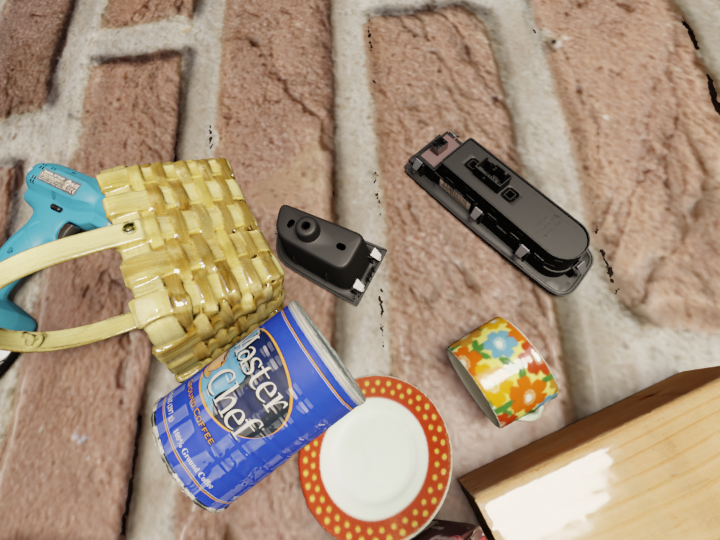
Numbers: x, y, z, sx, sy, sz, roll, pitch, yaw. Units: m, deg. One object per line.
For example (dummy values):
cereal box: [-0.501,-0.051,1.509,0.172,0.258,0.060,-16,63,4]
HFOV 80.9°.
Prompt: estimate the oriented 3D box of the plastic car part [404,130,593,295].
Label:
plastic car part: [0.136,-0.068,0.404,0.066,0.065,0.210,-37,70,-13]

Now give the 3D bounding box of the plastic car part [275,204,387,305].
plastic car part: [-0.040,-0.026,0.413,0.120,0.069,0.066,27,75,14]

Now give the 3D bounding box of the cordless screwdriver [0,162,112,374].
cordless screwdriver: [-0.355,0.003,0.459,0.164,0.072,0.250,21,71,16]
